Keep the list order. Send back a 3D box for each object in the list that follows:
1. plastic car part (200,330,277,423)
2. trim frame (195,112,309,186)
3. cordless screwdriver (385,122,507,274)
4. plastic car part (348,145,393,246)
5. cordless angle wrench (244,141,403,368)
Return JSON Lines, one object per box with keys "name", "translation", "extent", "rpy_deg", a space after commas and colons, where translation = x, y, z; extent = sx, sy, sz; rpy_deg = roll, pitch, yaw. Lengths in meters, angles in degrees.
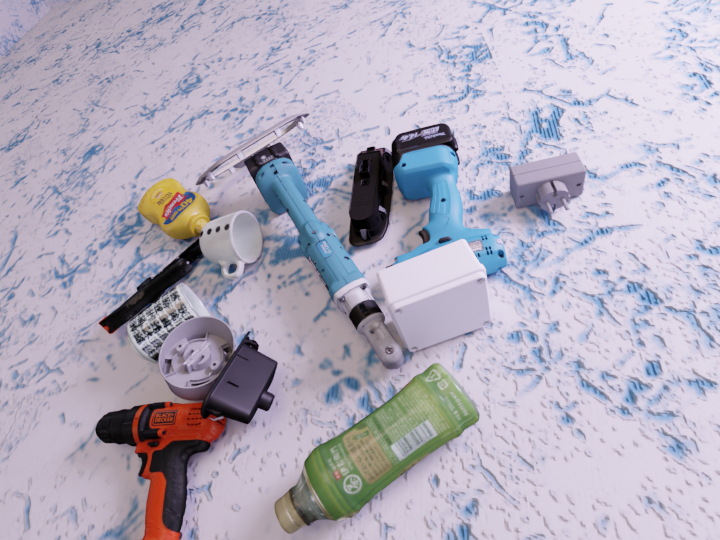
{"name": "plastic car part", "translation": [-0.138, 0.143, 0.517], "extent": [0.071, 0.065, 0.118], "rpy_deg": [18, 32, 0]}
{"name": "trim frame", "translation": [-0.195, -0.221, 0.776], "extent": [0.247, 0.027, 0.190], "rpy_deg": [-38, 17, -11]}
{"name": "cordless screwdriver", "translation": [0.088, -0.090, 0.601], "extent": [0.162, 0.070, 0.257], "rpy_deg": [-16, 55, 12]}
{"name": "plastic car part", "translation": [0.015, -0.130, 0.670], "extent": [0.068, 0.064, 0.207], "rpy_deg": [-2, 58, 12]}
{"name": "cordless angle wrench", "translation": [-0.060, -0.039, 0.618], "extent": [0.074, 0.093, 0.445], "rpy_deg": [-30, 53, -6]}
